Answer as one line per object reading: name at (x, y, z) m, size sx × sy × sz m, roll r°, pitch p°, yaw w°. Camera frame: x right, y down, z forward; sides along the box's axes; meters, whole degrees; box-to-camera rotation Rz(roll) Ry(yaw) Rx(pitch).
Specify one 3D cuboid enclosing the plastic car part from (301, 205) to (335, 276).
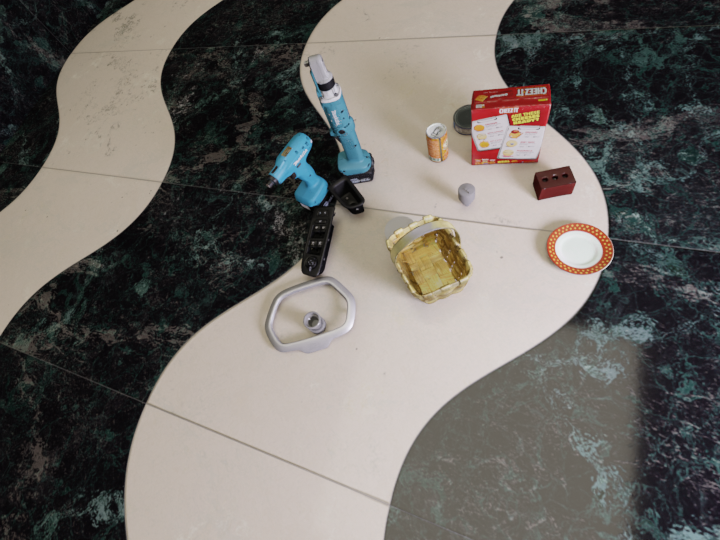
plastic car part at (-0.111, -0.073, 1.137) m, size 0.068 × 0.064 × 0.206 m, roll 5°, pitch 67°, yaw 19°

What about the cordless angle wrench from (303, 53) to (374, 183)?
cordless angle wrench at (-0.048, -0.367, 1.063) m, size 0.100 × 0.404 × 0.076 m, roll -5°, pitch 65°, yaw 13°

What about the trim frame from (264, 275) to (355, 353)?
trim frame at (-0.130, 0.114, 1.074) m, size 0.251 × 0.026 × 0.191 m, roll -19°, pitch 60°, yaw 9°

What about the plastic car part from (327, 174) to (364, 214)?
plastic car part at (-0.029, -0.195, 1.168) m, size 0.066 × 0.067 × 0.122 m, roll -35°, pitch 60°, yaw -2°

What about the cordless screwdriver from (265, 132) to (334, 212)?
cordless screwdriver at (-0.160, -0.232, 1.131) m, size 0.078 × 0.237 × 0.159 m, roll 28°, pitch 76°, yaw 25°
